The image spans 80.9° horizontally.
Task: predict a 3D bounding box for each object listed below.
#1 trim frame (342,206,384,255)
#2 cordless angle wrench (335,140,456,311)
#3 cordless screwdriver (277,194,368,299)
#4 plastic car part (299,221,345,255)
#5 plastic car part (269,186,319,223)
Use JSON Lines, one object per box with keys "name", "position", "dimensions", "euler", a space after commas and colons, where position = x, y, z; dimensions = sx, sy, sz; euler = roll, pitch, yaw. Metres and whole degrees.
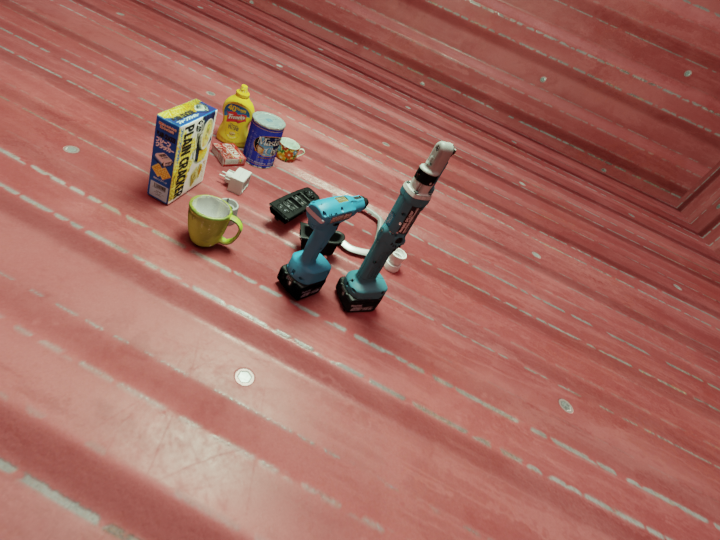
{"name": "trim frame", "position": [-0.009, -0.124, 1.213], "dimensions": [0.183, 0.027, 0.252], "euler": [22, 37, -4]}
{"name": "cordless angle wrench", "position": [0.068, -0.077, 0.868], "dimensions": [0.094, 0.420, 0.078], "euler": [3, 43, -31]}
{"name": "cordless screwdriver", "position": [-0.078, -0.056, 0.906], "dimensions": [0.077, 0.247, 0.154], "euler": [45, 39, 21]}
{"name": "plastic car part", "position": [-0.103, -0.067, 1.054], "dimensions": [0.113, 0.070, 0.068], "euler": [14, 38, -16]}
{"name": "plastic car part", "position": [-0.176, -0.171, 1.145], "dimensions": [0.068, 0.066, 0.200], "euler": [33, 37, 8]}
